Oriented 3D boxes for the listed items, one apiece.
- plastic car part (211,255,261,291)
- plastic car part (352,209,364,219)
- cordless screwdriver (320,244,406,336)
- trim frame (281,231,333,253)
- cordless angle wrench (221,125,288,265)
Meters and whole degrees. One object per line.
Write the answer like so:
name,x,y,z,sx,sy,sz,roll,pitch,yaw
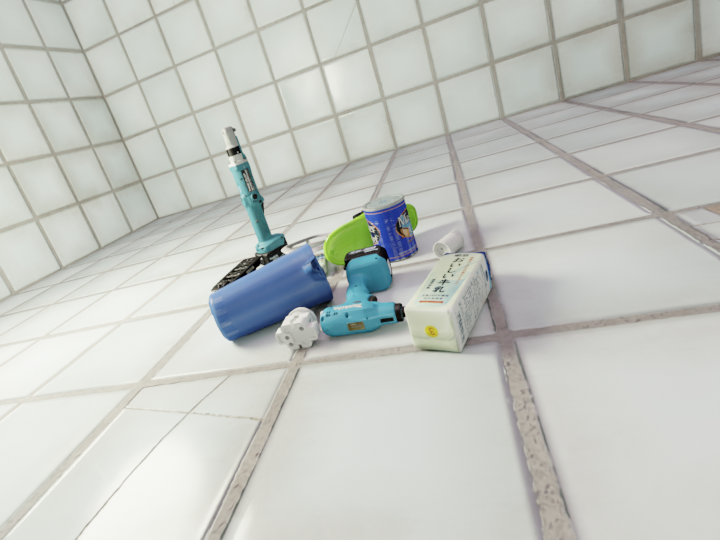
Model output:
plastic car part,-0.333,0.026,1.148,0.068,0.065,0.202,-4,21,18
plastic car part,0.017,-0.152,1.296,0.064,0.069,0.122,-29,19,-25
cordless screwdriver,0.025,0.034,0.826,0.163,0.072,0.250,-12,25,18
trim frame,-0.121,-0.079,1.242,0.193,0.027,0.240,0,17,37
cordless angle wrench,-0.325,-0.218,1.260,0.095,0.412,0.078,-30,21,-36
